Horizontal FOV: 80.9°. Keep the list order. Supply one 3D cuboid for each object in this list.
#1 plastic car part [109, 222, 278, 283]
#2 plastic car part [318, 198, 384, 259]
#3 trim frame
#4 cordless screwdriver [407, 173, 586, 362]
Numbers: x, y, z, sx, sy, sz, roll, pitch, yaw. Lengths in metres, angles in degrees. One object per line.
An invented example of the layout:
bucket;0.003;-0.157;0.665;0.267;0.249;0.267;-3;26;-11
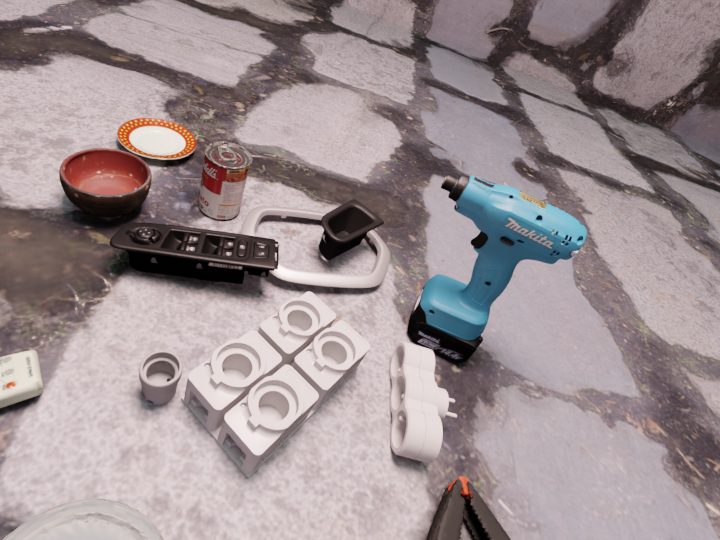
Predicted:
plastic car part;-0.211;-0.020;0.547;0.198;0.066;0.068;11;42;-13
plastic car part;-0.028;-0.055;0.661;0.068;0.070;0.114;39;43;15
trim frame;-0.065;-0.043;0.665;0.240;0.027;0.192;3;44;-21
cordless screwdriver;0.131;0.000;0.537;0.161;0.246;0.074;29;40;4
